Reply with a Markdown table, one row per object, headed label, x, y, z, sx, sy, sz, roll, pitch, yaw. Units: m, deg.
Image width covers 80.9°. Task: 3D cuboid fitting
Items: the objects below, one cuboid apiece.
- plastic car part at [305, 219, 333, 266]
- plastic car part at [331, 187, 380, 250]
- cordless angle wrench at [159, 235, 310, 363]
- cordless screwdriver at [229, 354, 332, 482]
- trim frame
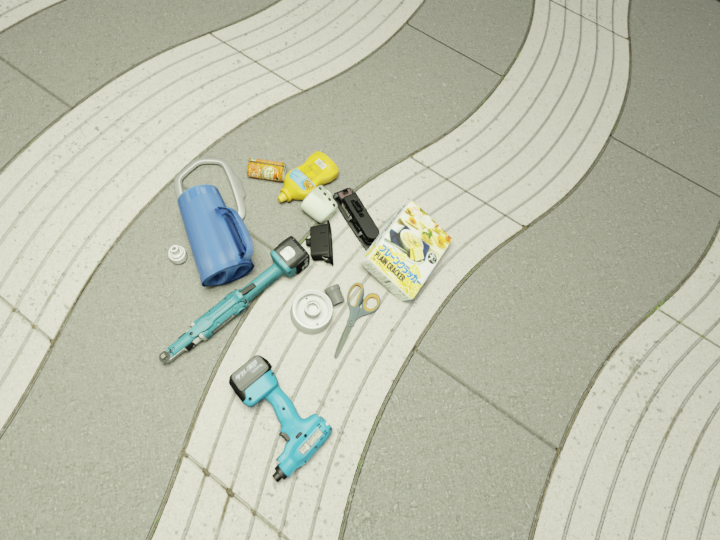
| label | x | y | z | sx | sy | sz | roll | pitch | yaw |
| --- | --- | --- | --- | --- | --- | --- | --- | --- | --- |
| plastic car part | -0.110 | -0.072 | 1.128 | 0.071 | 0.063 | 0.120 | -9 | 65 | 4 |
| plastic car part | -0.002 | -0.150 | 1.169 | 0.065 | 0.067 | 0.208 | -22 | 73 | -23 |
| cordless angle wrench | -0.306 | 0.078 | 1.031 | 0.419 | 0.096 | 0.076 | -41 | 79 | -15 |
| cordless screwdriver | -0.199 | 0.322 | 0.939 | 0.253 | 0.074 | 0.158 | 44 | 70 | 9 |
| trim frame | -0.415 | -0.212 | 1.174 | 0.181 | 0.027 | 0.257 | -20 | 68 | -12 |
